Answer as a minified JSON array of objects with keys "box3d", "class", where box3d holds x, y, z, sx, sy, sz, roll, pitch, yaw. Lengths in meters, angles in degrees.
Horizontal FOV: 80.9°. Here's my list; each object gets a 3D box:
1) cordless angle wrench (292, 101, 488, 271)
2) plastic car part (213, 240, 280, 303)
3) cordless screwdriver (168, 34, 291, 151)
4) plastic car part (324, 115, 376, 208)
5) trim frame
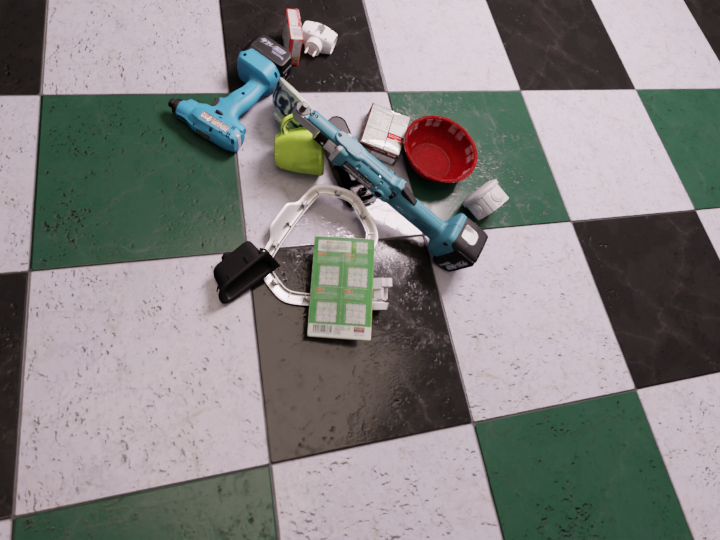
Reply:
[{"box3d":[0.046,-0.156,0.770,0.415,0.100,0.074,38,66,-9],"class":"cordless angle wrench"},{"box3d":[-0.208,-0.006,0.725,0.116,0.063,0.074,-35,63,-4],"class":"plastic car part"},{"box3d":[-0.256,-0.369,0.853,0.160,0.074,0.249,30,71,0],"class":"cordless screwdriver"},{"box3d":[-0.030,-0.229,0.851,0.065,0.066,0.209,-20,72,-11],"class":"plastic car part"},{"box3d":[-0.076,-0.050,0.777,0.186,0.027,0.248,33,75,4],"class":"trim frame"}]
